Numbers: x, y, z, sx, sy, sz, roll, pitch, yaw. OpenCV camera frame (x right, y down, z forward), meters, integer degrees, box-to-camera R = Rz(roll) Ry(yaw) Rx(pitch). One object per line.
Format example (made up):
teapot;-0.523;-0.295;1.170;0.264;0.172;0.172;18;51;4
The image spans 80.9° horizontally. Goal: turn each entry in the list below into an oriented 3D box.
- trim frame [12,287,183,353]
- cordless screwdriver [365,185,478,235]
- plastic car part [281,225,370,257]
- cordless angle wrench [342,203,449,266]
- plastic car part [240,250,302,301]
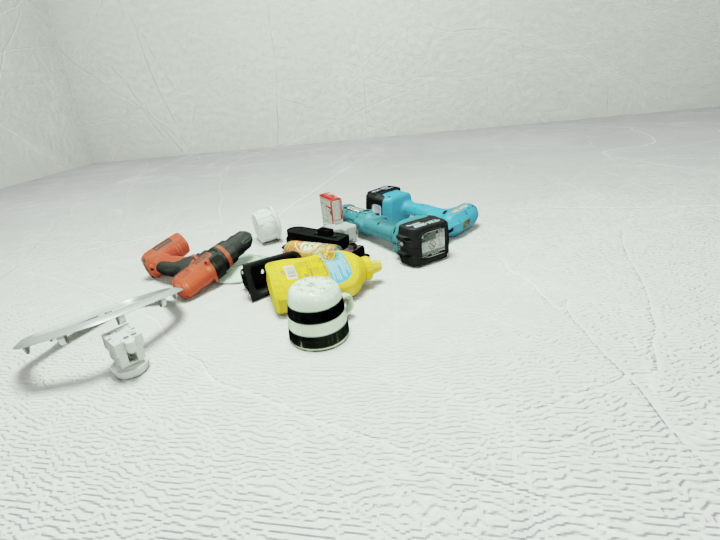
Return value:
trim frame;-0.381;0.069;0.637;0.190;0.027;0.244;-12;11;24
cordless screwdriver;0.116;-0.126;0.953;0.263;0.072;0.155;19;34;38
plastic car part;-0.084;-0.055;0.864;0.214;0.065;0.065;9;34;37
cordless angle wrench;0.018;-0.108;0.943;0.095;0.072;0.445;-17;24;-26
plastic car part;-0.167;0.005;0.758;0.113;0.065;0.074;-22;13;-40
